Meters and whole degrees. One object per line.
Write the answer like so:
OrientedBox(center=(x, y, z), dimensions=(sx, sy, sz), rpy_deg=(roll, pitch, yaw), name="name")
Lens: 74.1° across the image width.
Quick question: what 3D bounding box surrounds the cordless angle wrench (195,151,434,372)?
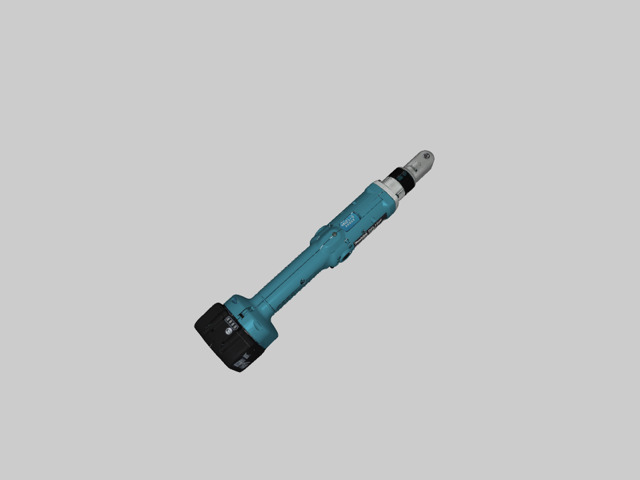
OrientedBox(center=(0.017, 0.007, 0.603), dimensions=(0.422, 0.074, 0.098), rpy_deg=(-42, -18, -13), name="cordless angle wrench")
